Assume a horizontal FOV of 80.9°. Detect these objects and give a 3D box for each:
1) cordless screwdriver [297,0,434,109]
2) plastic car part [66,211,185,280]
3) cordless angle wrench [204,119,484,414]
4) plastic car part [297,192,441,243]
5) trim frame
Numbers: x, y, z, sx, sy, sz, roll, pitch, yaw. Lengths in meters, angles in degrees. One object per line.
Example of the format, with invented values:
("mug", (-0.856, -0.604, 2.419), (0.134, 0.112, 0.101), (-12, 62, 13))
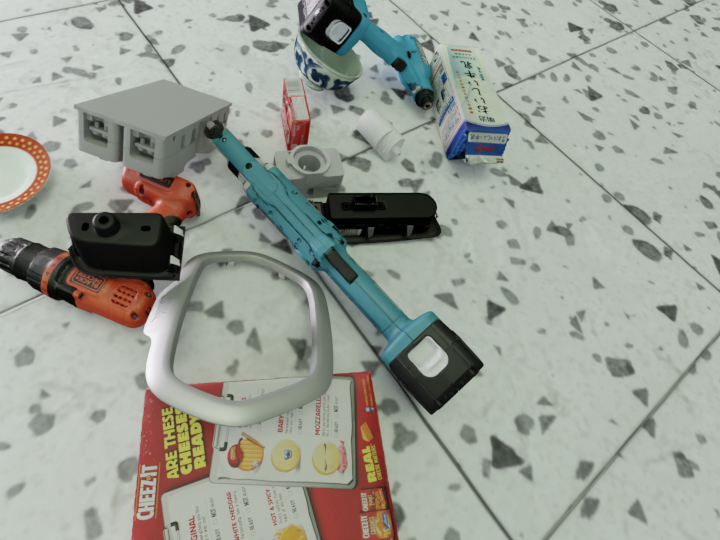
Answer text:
("cordless screwdriver", (0.023, -0.355, 0.673), (0.236, 0.076, 0.164), (12, 54, -39))
("plastic car part", (-0.241, -0.032, 0.426), (0.114, 0.070, 0.068), (3, 63, -14))
("cordless angle wrench", (-0.048, -0.031, 0.492), (0.074, 0.095, 0.435), (-42, 75, -4))
("plastic car part", (0.016, -0.077, 0.567), (0.199, 0.066, 0.069), (0, 55, -14))
("trim frame", (-0.119, 0.050, 0.433), (0.180, 0.027, 0.258), (8, 34, -13))
